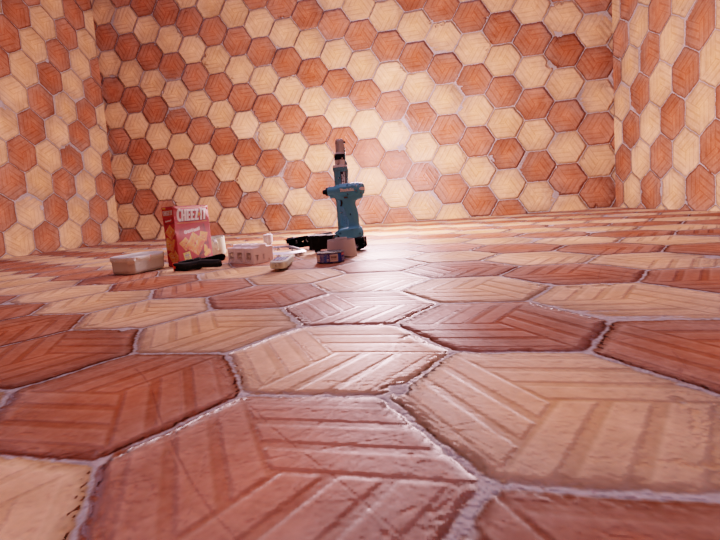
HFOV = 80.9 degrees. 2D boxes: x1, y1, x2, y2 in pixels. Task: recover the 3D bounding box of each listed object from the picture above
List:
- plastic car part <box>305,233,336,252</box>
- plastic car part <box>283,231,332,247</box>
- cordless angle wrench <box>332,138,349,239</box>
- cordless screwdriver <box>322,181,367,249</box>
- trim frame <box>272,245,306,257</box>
[{"bbox_3d":[-0.153,-0.100,1.566,0.112,0.070,0.069,-11,9,-38],"label":"plastic car part"},{"bbox_3d":[-0.215,-0.121,1.738,0.202,0.066,0.067,-5,7,-3],"label":"plastic car part"},{"bbox_3d":[-0.070,-0.296,1.638,0.094,0.420,0.077,-7,6,-27],"label":"cordless angle wrench"},{"bbox_3d":[-0.058,-0.196,1.559,0.165,0.247,0.072,-2,6,24],"label":"cordless screwdriver"},{"bbox_3d":[-0.305,-0.072,1.606,0.178,0.027,0.259,-9,10,-26],"label":"trim frame"}]
